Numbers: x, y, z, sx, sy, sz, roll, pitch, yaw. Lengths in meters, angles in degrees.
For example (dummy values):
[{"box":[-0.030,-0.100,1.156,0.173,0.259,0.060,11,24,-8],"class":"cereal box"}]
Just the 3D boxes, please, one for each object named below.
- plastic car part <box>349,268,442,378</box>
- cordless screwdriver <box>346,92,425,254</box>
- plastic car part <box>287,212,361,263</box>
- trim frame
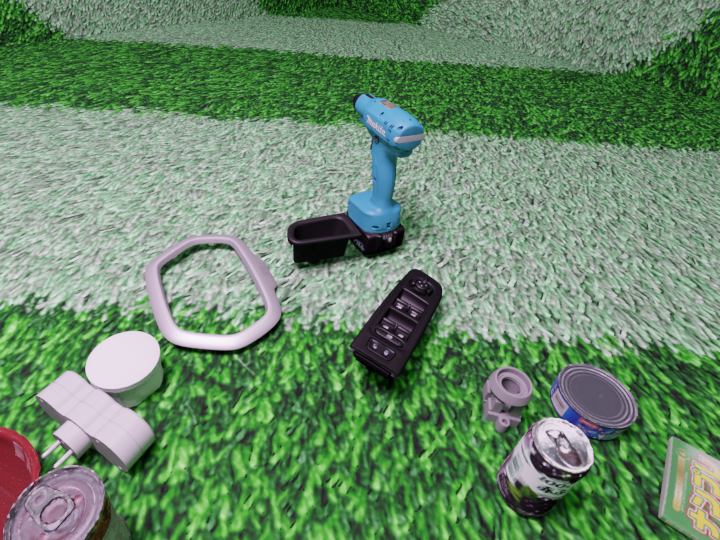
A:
[{"box":[0.056,0.072,0.571,0.069,0.065,0.201,22,44,18],"class":"plastic car part"},{"box":[0.022,-0.159,0.703,0.072,0.242,0.168,-14,44,-24],"class":"cordless screwdriver"},{"box":[-0.068,-0.044,0.695,0.113,0.069,0.069,-14,44,-21],"class":"plastic car part"},{"box":[-0.220,0.023,0.636,0.179,0.027,0.262,-19,45,-24],"class":"trim frame"}]
